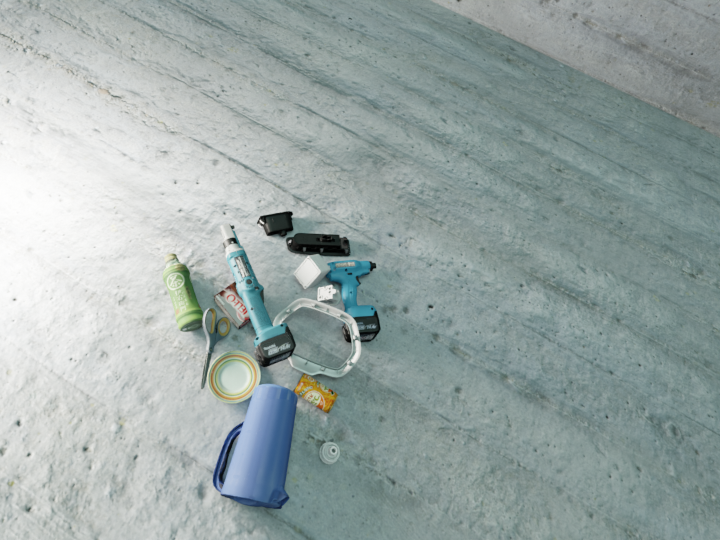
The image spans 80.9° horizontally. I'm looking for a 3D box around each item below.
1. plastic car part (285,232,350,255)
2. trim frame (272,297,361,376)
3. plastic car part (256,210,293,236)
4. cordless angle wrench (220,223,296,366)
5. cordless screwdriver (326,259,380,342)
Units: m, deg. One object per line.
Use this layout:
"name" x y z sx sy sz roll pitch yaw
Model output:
"plastic car part" -0.127 -0.083 1.302 0.200 0.066 0.068 0 68 -10
"trim frame" -0.119 0.178 1.117 0.254 0.027 0.185 20 81 12
"plastic car part" -0.254 -0.140 1.312 0.113 0.067 0.072 -11 79 -23
"cordless angle wrench" -0.299 0.044 1.137 0.095 0.074 0.440 -16 63 -27
"cordless screwdriver" -0.001 0.077 1.223 0.155 0.073 0.259 -7 57 -17
